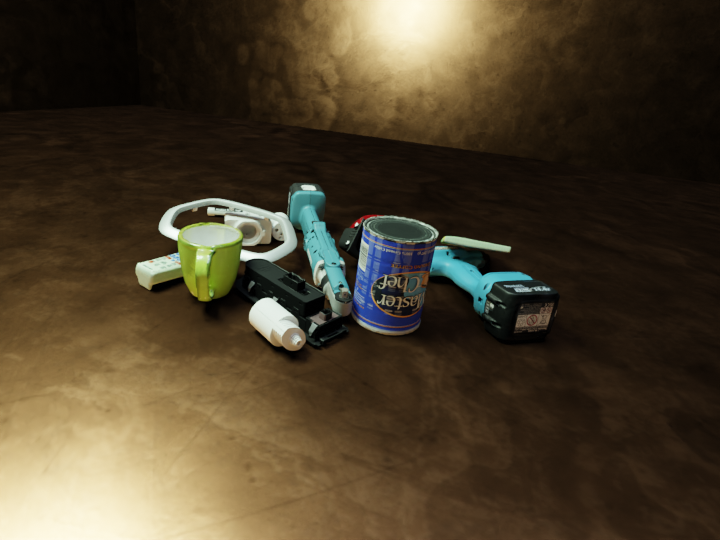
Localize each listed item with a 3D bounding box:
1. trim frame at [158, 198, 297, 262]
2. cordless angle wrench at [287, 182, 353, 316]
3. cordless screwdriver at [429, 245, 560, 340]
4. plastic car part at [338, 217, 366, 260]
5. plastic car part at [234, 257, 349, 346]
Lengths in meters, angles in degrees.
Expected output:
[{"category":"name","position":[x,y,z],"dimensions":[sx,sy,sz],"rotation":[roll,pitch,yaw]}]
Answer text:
[{"category":"trim frame","position":[-0.232,-0.073,0.751],"dimensions":[0.253,0.027,0.185],"rotation":[17,34,7]},{"category":"cordless angle wrench","position":[-0.076,-0.049,0.774],"dimensions":[0.073,0.096,0.441],"rotation":[0,29,-16]},{"category":"cordless screwdriver","position":[0.212,0.018,0.697],"dimensions":[0.154,0.073,0.261],"rotation":[-4,22,-22]},{"category":"plastic car part","position":[0.005,-0.040,0.769],"dimensions":[0.075,0.066,0.110],"rotation":[12,-20,46]},{"category":"plastic car part","position":[-0.111,0.033,0.608],"dimensions":[0.215,0.065,0.064],"rotation":[23,35,38]}]
